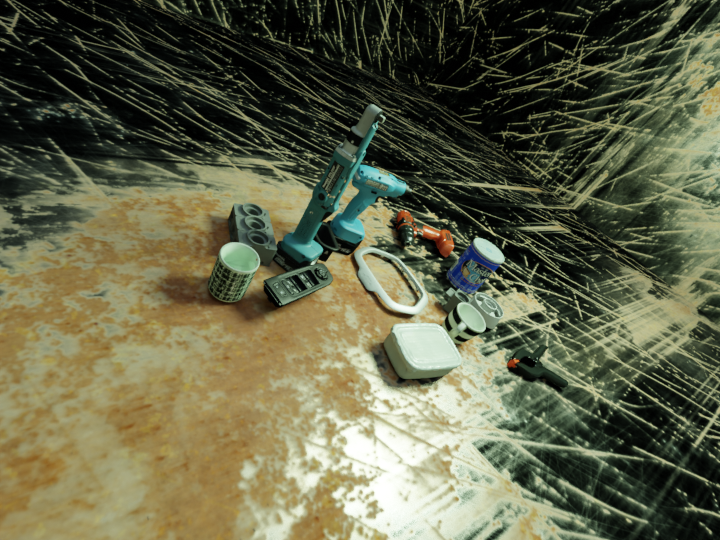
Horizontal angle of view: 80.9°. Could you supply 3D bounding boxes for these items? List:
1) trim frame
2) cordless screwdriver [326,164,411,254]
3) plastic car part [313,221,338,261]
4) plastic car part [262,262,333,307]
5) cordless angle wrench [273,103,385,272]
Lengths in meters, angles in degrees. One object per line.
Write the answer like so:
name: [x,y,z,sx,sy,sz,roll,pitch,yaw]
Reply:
trim frame: [0.079,0.022,1.130,0.176,0.027,0.261,-1,45,-37]
cordless screwdriver: [0.011,-0.151,1.106,0.153,0.248,0.077,16,38,-23]
plastic car part: [-0.105,-0.069,1.074,0.063,0.071,0.122,9,40,-31]
plastic car part: [-0.133,0.037,0.922,0.069,0.067,0.196,43,36,16]
cordless angle wrench: [-0.070,-0.162,0.907,0.100,0.422,0.073,40,34,9]
